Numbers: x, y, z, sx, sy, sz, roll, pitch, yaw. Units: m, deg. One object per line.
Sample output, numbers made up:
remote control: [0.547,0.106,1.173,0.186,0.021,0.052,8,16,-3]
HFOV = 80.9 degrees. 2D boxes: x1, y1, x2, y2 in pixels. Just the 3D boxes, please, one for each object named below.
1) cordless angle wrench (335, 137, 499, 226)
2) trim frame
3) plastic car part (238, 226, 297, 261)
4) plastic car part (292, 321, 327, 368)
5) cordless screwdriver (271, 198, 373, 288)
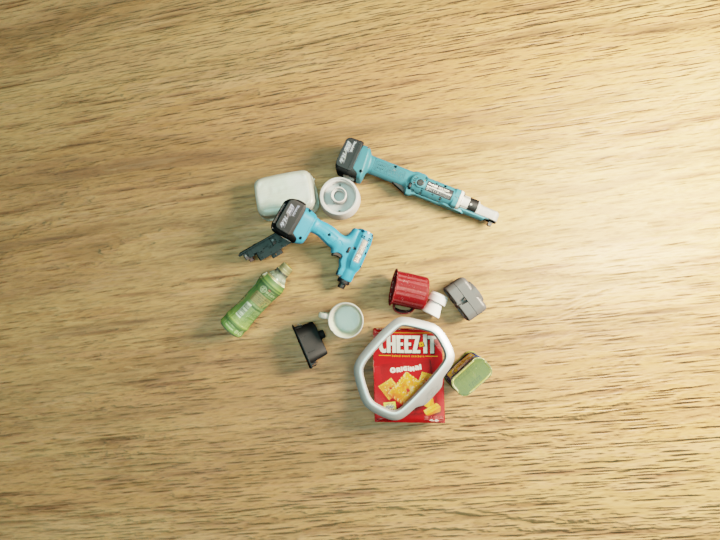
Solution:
cordless angle wrench: [0.145,-0.215,1.070,0.429,0.073,0.098,23,87,7]
trim frame: [0.098,0.222,0.971,0.189,0.027,0.248,42,87,12]
plastic car part: [-0.215,-0.076,1.096,0.203,0.066,0.067,-34,89,0]
plastic car part: [-0.120,0.179,1.061,0.070,0.066,0.119,-20,79,-13]
cordless screwdriver: [-0.102,-0.067,1.045,0.241,0.076,0.159,25,87,-16]
